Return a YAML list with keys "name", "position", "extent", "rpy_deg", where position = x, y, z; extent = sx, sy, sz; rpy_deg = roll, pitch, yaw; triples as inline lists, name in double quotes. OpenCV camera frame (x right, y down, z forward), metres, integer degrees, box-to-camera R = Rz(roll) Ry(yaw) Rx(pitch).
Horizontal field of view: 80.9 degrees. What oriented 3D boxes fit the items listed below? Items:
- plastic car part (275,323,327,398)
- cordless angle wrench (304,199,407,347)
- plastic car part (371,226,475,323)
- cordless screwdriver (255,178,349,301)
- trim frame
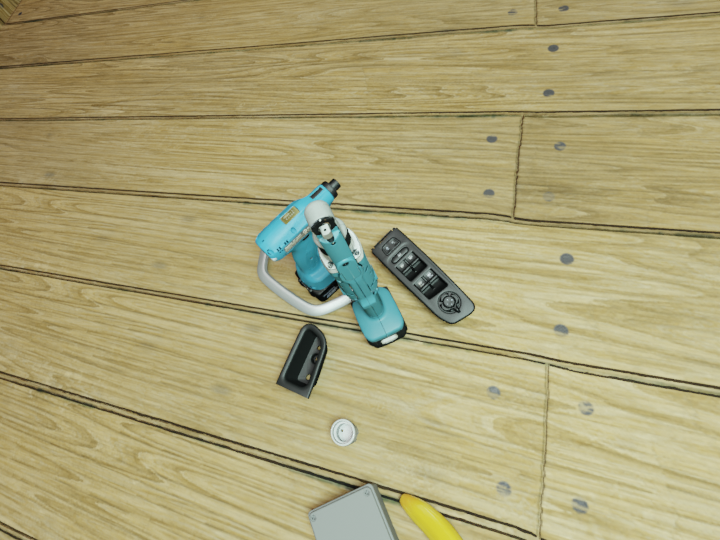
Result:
- name: "plastic car part"
  position: [-0.089, 0.160, 0.749]
  extent: [0.069, 0.068, 0.117]
  rpy_deg: [16, 72, 21]
- name: "cordless angle wrench"
  position: [-0.003, 0.016, 0.596]
  extent: [0.074, 0.405, 0.102]
  rpy_deg: [-26, 64, 2]
- name: "plastic car part"
  position: [0.111, 0.017, 0.755]
  extent: [0.066, 0.064, 0.213]
  rpy_deg: [-41, 62, -5]
- name: "cordless screwdriver"
  position: [-0.072, -0.047, 0.741]
  extent: [0.159, 0.238, 0.078]
  rpy_deg: [-44, 65, -7]
- name: "trim frame"
  position: [-0.101, -0.016, 0.856]
  extent: [0.260, 0.026, 0.184]
  rpy_deg: [30, 78, 26]
